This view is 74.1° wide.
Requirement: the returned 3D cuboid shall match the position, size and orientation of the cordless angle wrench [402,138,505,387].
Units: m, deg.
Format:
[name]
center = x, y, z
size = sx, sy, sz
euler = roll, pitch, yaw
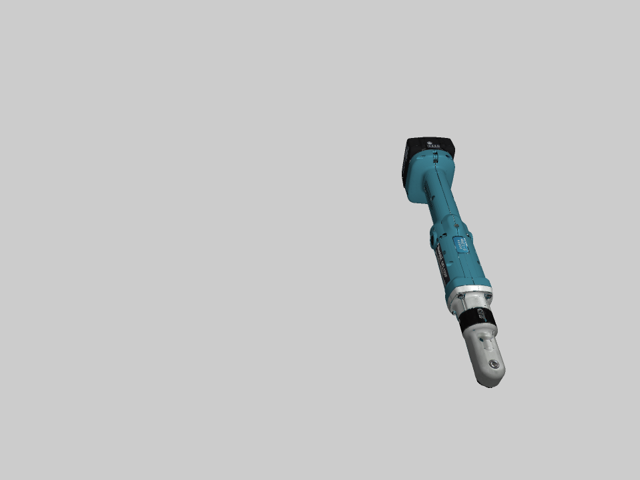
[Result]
[cordless angle wrench]
center = 0.183, 0.001, 0.596
size = 0.074, 0.098, 0.421
euler = 0, 45, 0
